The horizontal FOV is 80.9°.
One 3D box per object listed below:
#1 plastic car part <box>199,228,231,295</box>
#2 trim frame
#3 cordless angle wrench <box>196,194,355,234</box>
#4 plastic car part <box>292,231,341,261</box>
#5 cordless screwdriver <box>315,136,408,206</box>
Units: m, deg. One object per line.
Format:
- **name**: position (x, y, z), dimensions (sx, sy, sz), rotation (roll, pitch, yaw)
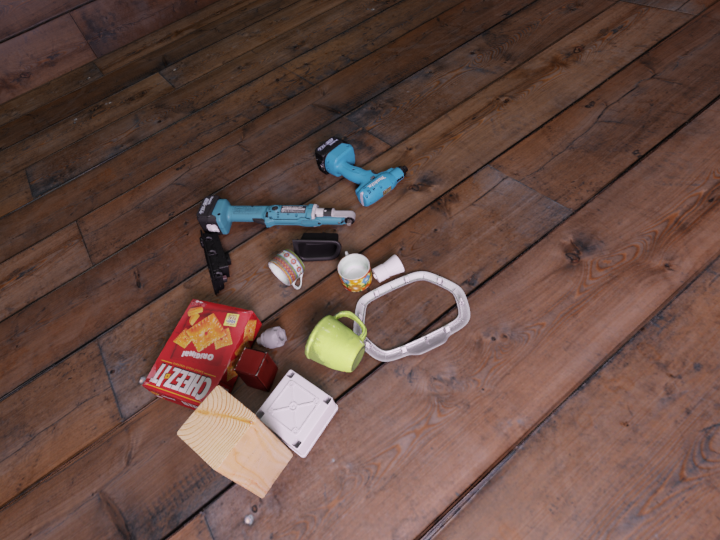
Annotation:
- **plastic car part**: position (-0.370, -0.036, 1.078), dimensions (0.066, 0.064, 0.214), rotation (-22, 50, -17)
- **trim frame**: position (0.102, 0.090, 0.877), dimensions (0.247, 0.026, 0.193), rotation (-23, 51, -6)
- **cordless angle wrench**: position (-0.223, -0.146, 1.122), dimensions (0.433, 0.071, 0.100), rotation (2, 53, 14)
- **plastic car part**: position (-0.101, -0.066, 1.037), dimensions (0.118, 0.063, 0.072), rotation (-3, 38, 8)
- **cordless screwdriver**: position (-0.002, -0.289, 1.174), dimensions (0.157, 0.071, 0.262), rotation (-37, 57, -16)
